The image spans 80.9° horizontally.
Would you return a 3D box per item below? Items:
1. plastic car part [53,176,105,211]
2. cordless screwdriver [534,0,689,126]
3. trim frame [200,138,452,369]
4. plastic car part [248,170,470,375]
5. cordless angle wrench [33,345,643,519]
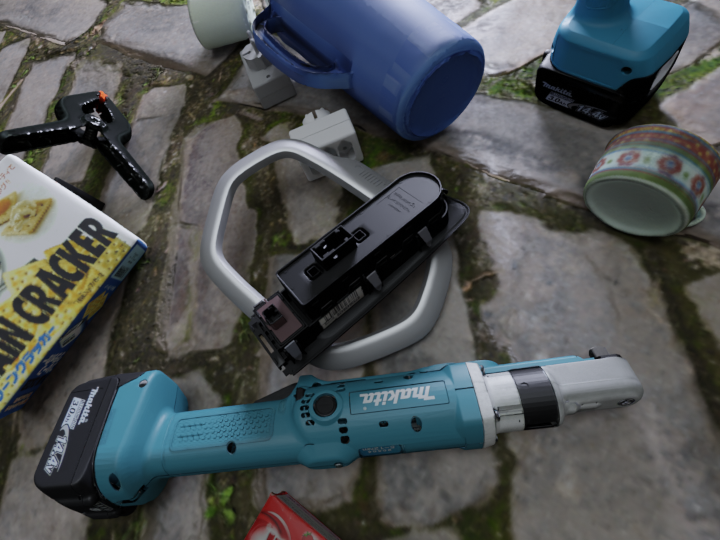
[{"bbox_3d":[-0.385,-0.048,0.524,0.074,0.062,0.117,4,68,34],"label":"plastic car part"},{"bbox_3d":[0.217,-0.217,0.307,0.074,0.236,0.168,-45,57,-9],"label":"cordless screwdriver"},{"bbox_3d":[-0.038,-0.025,0.391,0.257,0.026,0.184,36,81,19],"label":"trim frame"},{"bbox_3d":[-0.002,-0.014,0.335,0.201,0.064,0.070,-37,46,-14],"label":"plastic car part"},{"bbox_3d":[-0.022,0.111,0.316,0.428,0.071,0.101,-10,45,8],"label":"cordless angle wrench"}]
